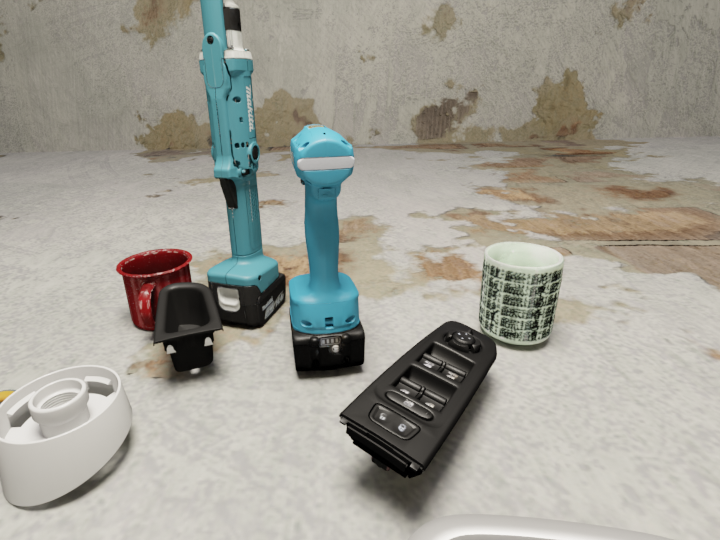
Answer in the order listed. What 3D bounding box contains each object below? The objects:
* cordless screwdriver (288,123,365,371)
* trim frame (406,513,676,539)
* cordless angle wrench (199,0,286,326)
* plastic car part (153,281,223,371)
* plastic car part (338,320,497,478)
[{"bbox_3d":[-0.045,-0.029,0.457,0.073,0.243,0.165,-4,22,-10],"label":"cordless screwdriver"},{"bbox_3d":[0.116,0.200,0.187,0.252,0.027,0.186,1,24,7],"label":"trim frame"},{"bbox_3d":[-0.150,-0.138,0.503,0.077,0.414,0.097,6,22,16],"label":"cordless angle wrench"},{"bbox_3d":[-0.189,0.066,0.467,0.064,0.069,0.122,-9,24,-20],"label":"plastic car part"},{"bbox_3d":[0.063,0.105,0.362,0.070,0.065,0.197,13,27,31],"label":"plastic car part"}]
